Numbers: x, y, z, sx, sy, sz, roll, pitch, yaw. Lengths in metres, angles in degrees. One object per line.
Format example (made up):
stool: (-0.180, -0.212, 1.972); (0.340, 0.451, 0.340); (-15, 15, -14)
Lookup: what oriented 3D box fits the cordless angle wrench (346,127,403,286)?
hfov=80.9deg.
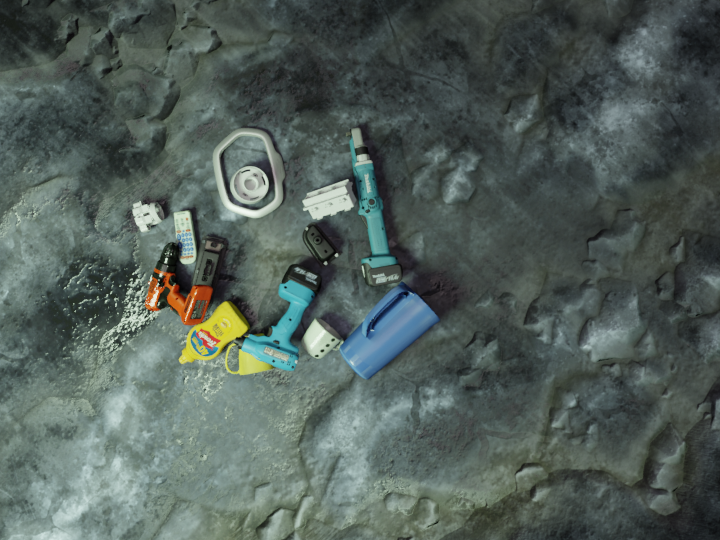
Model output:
cordless angle wrench: (0.025, -0.172, 1.106); (0.098, 0.074, 0.426); (-10, 84, -2)

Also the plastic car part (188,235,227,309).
plastic car part: (-0.399, 0.015, 1.095); (0.064, 0.069, 0.203); (14, 90, -22)

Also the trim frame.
trim frame: (-0.296, -0.262, 1.132); (0.184, 0.027, 0.250); (-14, 85, 0)

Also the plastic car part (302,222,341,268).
plastic car part: (-0.107, -0.070, 1.097); (0.066, 0.071, 0.116); (-37, 92, -5)

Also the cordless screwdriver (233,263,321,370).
cordless screwdriver: (-0.198, 0.105, 1.047); (0.159, 0.074, 0.251); (19, 69, -3)
